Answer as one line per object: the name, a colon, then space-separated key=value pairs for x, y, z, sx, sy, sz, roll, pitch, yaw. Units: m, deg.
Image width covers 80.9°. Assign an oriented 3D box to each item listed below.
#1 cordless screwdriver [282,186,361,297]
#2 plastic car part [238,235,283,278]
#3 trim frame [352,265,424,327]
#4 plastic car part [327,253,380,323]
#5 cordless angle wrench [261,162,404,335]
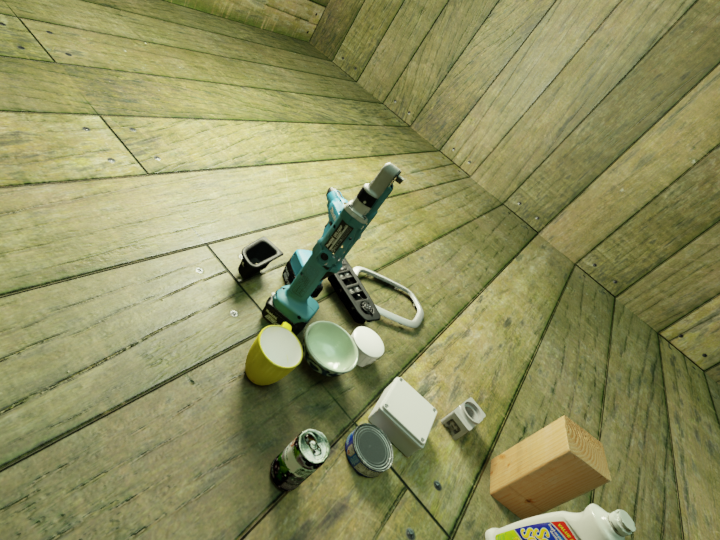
cordless screwdriver: x=-0.095 y=-0.062 z=0.976 sx=0.071 sy=0.249 sz=0.167 roll=13 pitch=40 yaw=-35
plastic car part: x=-0.240 y=-0.020 z=0.957 sx=0.067 sy=0.071 sz=0.115 roll=40 pitch=32 yaw=5
trim frame: x=0.074 y=0.071 z=1.161 sx=0.240 sy=0.027 sz=0.190 roll=22 pitch=34 yaw=-19
plastic car part: x=-0.030 y=0.053 z=1.055 sx=0.063 sy=0.067 sz=0.212 roll=-6 pitch=50 yaw=-47
cordless angle wrench: x=-0.058 y=-0.033 z=0.808 sx=0.099 sy=0.424 sz=0.073 roll=41 pitch=32 yaw=4
